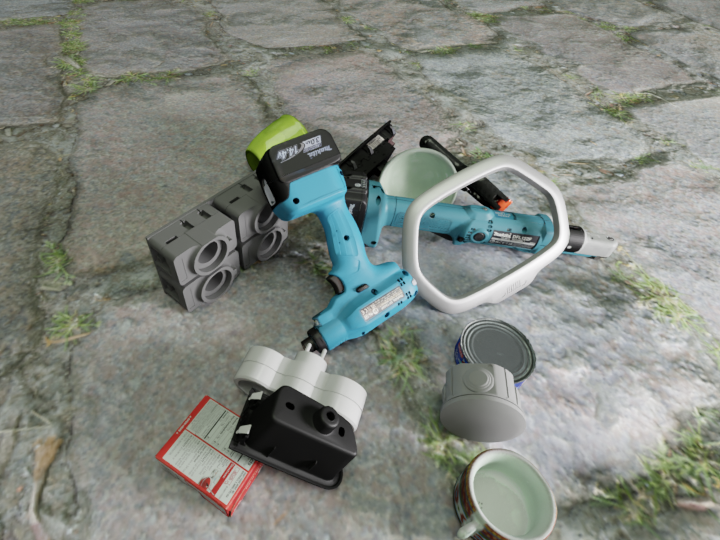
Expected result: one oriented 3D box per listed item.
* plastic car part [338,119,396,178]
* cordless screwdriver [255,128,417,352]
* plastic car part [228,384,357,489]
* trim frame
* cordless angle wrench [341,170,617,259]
[{"bbox_3d":[0.007,-0.188,0.746,0.067,0.067,0.200,47,54,0],"label":"plastic car part"},{"bbox_3d":[-0.050,-0.033,0.515,0.157,0.076,0.247,-31,94,-17],"label":"cordless screwdriver"},{"bbox_3d":[-0.052,0.149,0.396,0.115,0.071,0.067,27,36,-8],"label":"plastic car part"},{"bbox_3d":[0.167,-0.048,0.569,0.247,0.028,0.184,-30,91,-8],"label":"trim frame"},{"bbox_3d":[0.167,-0.066,0.623,0.422,0.095,0.076,8,44,-1],"label":"cordless angle wrench"}]
